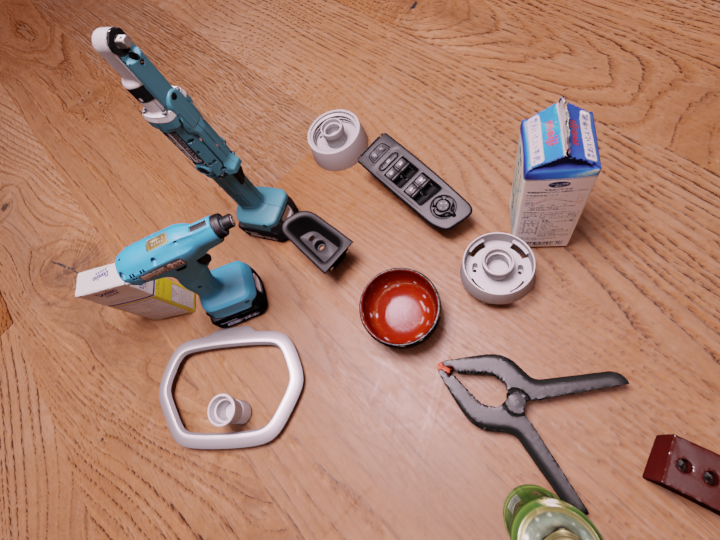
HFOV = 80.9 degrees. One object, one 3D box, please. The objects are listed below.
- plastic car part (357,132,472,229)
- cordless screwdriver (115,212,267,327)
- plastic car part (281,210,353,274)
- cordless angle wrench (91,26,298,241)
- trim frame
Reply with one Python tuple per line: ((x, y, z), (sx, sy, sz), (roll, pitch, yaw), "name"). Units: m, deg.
((0.086, -0.132, 0.675), (0.066, 0.064, 0.213), (-42, 61, -3), "plastic car part")
((-0.208, 0.002, 0.619), (0.160, 0.237, 0.077), (-23, 64, 6), "cordless screwdriver")
((-0.067, -0.044, 0.687), (0.122, 0.068, 0.066), (40, 84, 28), "plastic car part")
((-0.208, -0.161, 0.595), (0.102, 0.404, 0.075), (13, 73, 20), "cordless angle wrench")
((-0.206, 0.177, 0.662), (0.254, 0.026, 0.189), (-10, 65, 15), "trim frame")
